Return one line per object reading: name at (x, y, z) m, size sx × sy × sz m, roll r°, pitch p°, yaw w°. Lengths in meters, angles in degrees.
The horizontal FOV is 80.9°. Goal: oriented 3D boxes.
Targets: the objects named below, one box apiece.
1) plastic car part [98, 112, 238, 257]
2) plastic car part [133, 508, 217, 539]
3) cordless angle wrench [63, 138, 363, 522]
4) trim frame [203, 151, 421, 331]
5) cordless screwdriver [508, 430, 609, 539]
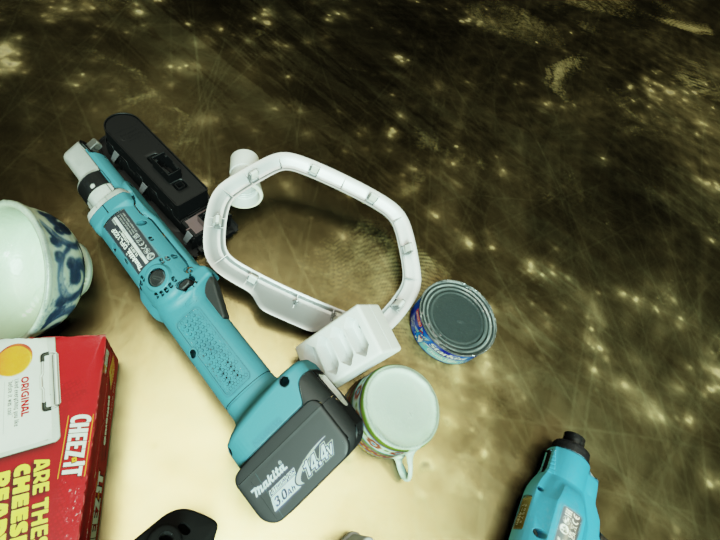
plastic car part at (-0.227, -0.108, 0.472) m, size 0.209 × 0.066 × 0.065 m, roll 42°, pitch 65°, yaw 16°
plastic car part at (-0.136, 0.196, 0.265) m, size 0.068 × 0.070 × 0.113 m, roll 31°, pitch 25°, yaw 16°
cordless angle wrench at (-0.173, 0.012, 0.395) m, size 0.098 × 0.072 × 0.439 m, roll -44°, pitch 70°, yaw -4°
trim frame at (-0.044, -0.029, 0.455) m, size 0.245 × 0.028 × 0.185 m, roll 25°, pitch 70°, yaw -8°
cordless screwdriver at (0.248, 0.265, 0.339) m, size 0.255 × 0.073 × 0.158 m, roll 33°, pitch 57°, yaw 12°
